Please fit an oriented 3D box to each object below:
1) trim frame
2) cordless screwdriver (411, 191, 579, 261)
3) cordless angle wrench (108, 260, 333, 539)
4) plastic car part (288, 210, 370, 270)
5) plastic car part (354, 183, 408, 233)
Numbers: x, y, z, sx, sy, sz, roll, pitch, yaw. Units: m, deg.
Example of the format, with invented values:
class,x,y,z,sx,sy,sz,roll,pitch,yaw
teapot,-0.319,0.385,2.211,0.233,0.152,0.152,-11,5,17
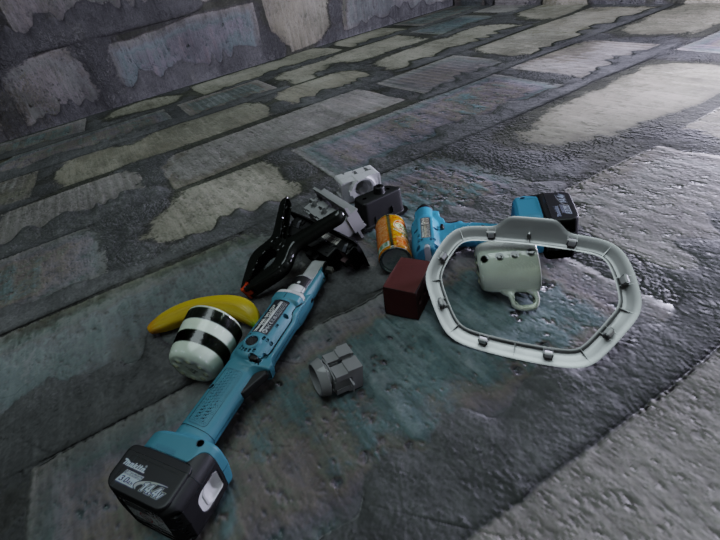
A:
class,x,y,z,sx,sy,sz,roll,pitch,yaw
trim frame,0.208,0.020,0.541,0.260,0.026,0.185,9,76,28
cordless screwdriver,0.211,-0.078,0.707,0.254,0.071,0.162,-7,37,14
cordless angle wrench,-0.138,0.114,0.566,0.102,0.071,0.423,5,38,21
plastic car part,-0.075,-0.049,0.768,0.067,0.063,0.215,-49,46,-7
plastic car part,0.033,-0.132,0.829,0.115,0.068,0.070,-28,41,-16
